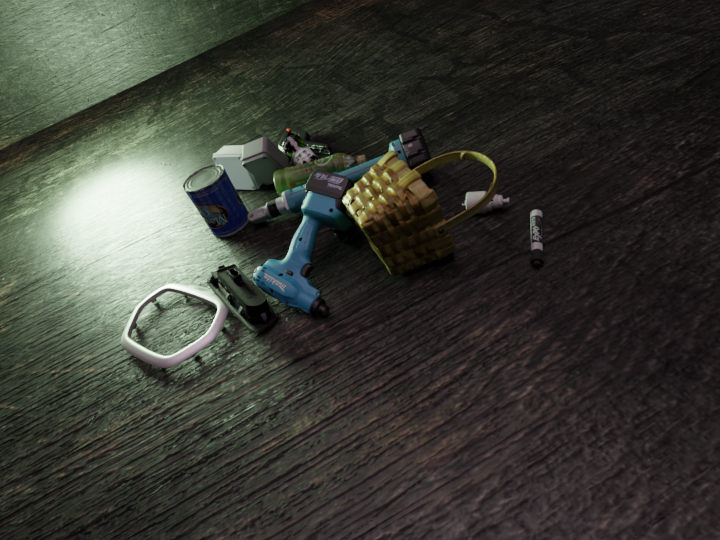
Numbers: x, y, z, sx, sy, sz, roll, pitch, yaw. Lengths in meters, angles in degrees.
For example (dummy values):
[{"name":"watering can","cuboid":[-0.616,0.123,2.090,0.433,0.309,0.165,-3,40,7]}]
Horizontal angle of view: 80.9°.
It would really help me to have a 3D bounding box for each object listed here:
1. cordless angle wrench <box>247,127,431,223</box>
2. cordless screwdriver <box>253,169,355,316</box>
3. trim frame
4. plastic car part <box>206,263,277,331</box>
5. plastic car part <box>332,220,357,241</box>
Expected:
[{"name":"cordless angle wrench","cuboid":[-0.060,-0.185,0.926,0.430,0.095,0.075,-18,80,14]},{"name":"cordless screwdriver","cuboid":[-0.074,-0.049,0.759,0.167,0.070,0.249,26,83,29]},{"name":"trim frame","cuboid":[-0.362,0.098,0.822,0.261,0.026,0.184,9,52,34]},{"name":"plastic car part","cuboid":[-0.222,0.038,0.791,0.064,0.065,0.215,-17,38,-34]},{"name":"plastic car part","cuboid":[-0.031,-0.123,0.878,0.115,0.063,0.075,-42,31,-25]}]
